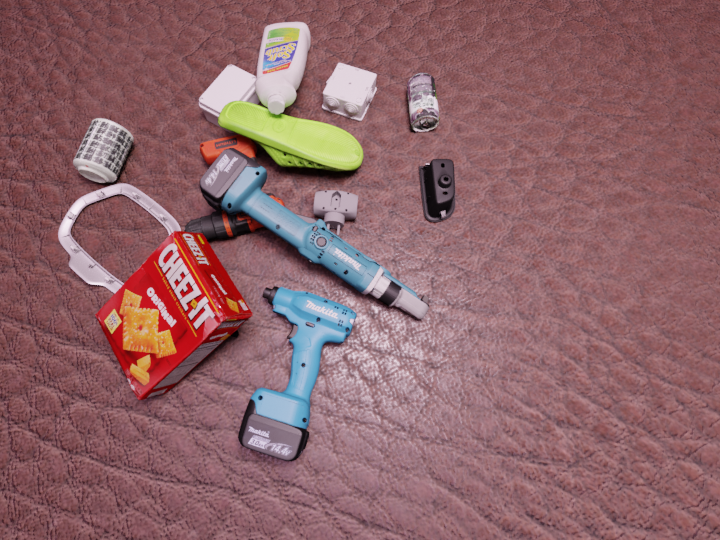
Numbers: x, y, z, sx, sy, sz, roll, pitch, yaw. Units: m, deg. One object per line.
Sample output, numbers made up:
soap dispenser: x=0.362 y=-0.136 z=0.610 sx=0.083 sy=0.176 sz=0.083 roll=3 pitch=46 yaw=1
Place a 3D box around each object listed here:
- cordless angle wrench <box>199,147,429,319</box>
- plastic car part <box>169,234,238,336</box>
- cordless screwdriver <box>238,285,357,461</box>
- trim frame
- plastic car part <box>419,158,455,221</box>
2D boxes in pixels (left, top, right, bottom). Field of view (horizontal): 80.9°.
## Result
cordless angle wrench: x=-0.069 y=-0.045 z=0.701 sx=0.423 sy=0.074 sz=0.098 roll=34 pitch=76 yaw=0
plastic car part: x=-0.277 y=0.036 z=0.712 sx=0.067 sy=0.064 sz=0.209 roll=-38 pitch=73 yaw=-2
cordless screwdriver: x=-0.119 y=0.149 z=0.660 sx=0.162 sy=0.072 sz=0.250 roll=18 pitch=68 yaw=8
trim frame: x=-0.442 y=-0.060 z=0.773 sx=0.255 sy=0.027 sz=0.183 roll=37 pitch=77 yaw=12
plastic car part: x=0.145 y=-0.153 z=0.757 sx=0.066 sy=0.069 sz=0.119 roll=0 pitch=68 yaw=1
